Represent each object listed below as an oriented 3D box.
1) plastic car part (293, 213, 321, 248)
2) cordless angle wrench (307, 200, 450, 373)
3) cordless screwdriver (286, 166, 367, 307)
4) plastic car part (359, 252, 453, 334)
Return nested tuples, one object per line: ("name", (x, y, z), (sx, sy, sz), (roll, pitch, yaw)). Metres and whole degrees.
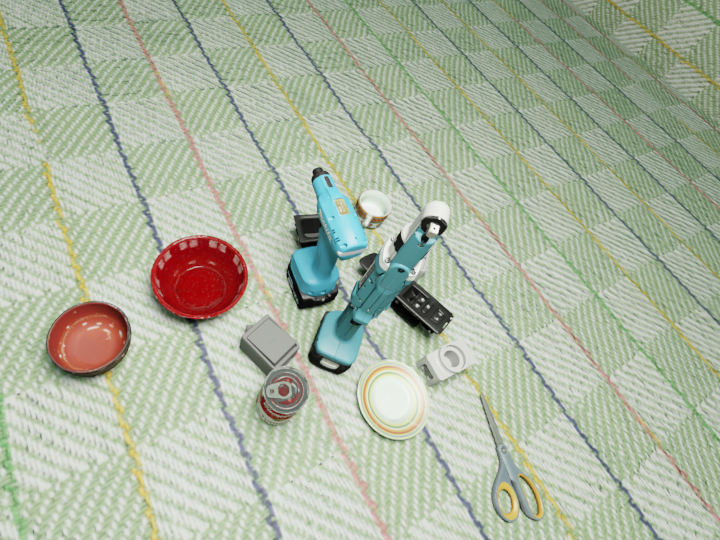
("plastic car part", (-0.078, -0.072, 0.850), (0.113, 0.070, 0.068), (-6, 62, -21))
("cordless angle wrench", (0.015, 0.038, 0.594), (0.074, 0.421, 0.099), (25, 55, -6))
("cordless screwdriver", (-0.071, -0.047, 0.728), (0.072, 0.247, 0.165), (-11, 65, -26))
("plastic car part", (0.078, 0.045, 0.823), (0.208, 0.066, 0.065), (44, 56, 13))
